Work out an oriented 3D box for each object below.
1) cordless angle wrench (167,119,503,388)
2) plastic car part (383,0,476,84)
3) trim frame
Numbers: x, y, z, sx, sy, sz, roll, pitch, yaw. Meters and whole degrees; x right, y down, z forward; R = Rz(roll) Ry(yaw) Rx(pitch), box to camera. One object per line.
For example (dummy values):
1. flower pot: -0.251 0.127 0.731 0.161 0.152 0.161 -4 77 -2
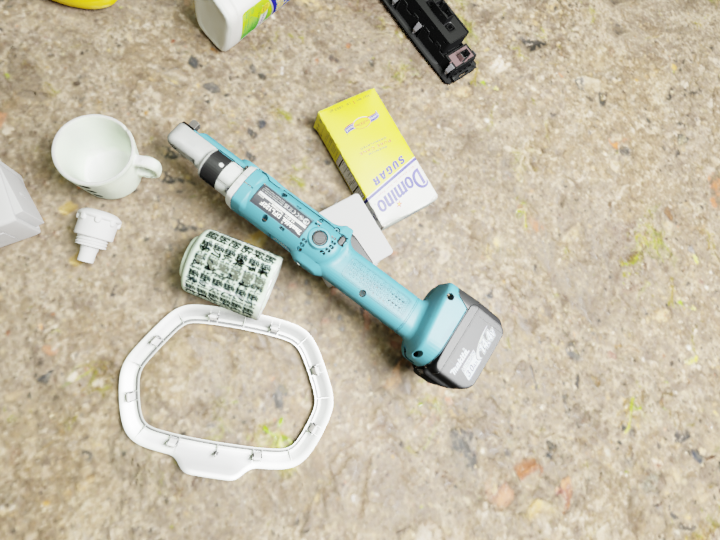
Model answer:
1. cordless angle wrench: -0.046 -0.030 0.473 0.425 0.074 0.098 37 74 3
2. plastic car part: 0.099 -0.380 0.632 0.066 0.066 0.206 -36 83 -9
3. trim frame: -0.152 0.139 0.491 0.245 0.028 0.186 13 77 -8
